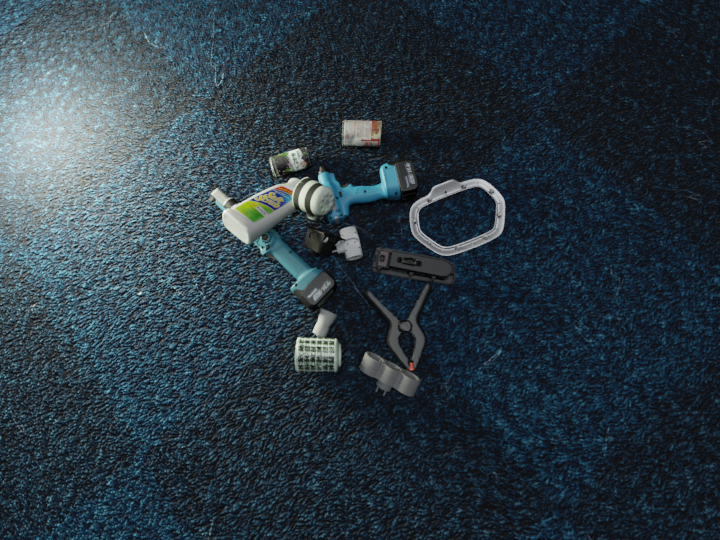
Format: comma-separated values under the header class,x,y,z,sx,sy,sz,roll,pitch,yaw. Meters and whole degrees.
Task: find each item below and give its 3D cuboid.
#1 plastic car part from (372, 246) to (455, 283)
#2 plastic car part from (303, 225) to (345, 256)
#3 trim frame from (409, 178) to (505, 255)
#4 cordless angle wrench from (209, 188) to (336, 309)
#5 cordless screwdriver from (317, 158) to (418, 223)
class,x,y,z,sx,sy,sz,roll,pitch,yaw
plastic car part,0.136,-0.016,1.037,0.205,0.065,0.067,12,71,5
plastic car part,-0.104,-0.068,1.059,0.123,0.062,0.071,20,93,54
trim frame,0.248,-0.141,1.074,0.249,0.027,0.189,-21,74,1
cordless angle wrench,-0.238,-0.074,1.082,0.436,0.072,0.097,42,82,16
cordless screwdriver,0.015,-0.228,1.096,0.250,0.072,0.163,-16,75,5
